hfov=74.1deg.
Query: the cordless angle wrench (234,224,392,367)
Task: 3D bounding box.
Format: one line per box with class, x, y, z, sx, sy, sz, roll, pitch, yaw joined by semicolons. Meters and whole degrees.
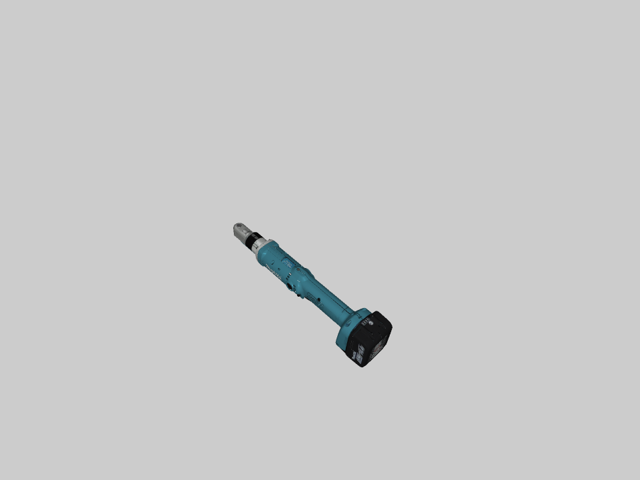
cordless angle wrench;-0.044;0.084;0.877;0.422;0.098;0.074;38;54;26
